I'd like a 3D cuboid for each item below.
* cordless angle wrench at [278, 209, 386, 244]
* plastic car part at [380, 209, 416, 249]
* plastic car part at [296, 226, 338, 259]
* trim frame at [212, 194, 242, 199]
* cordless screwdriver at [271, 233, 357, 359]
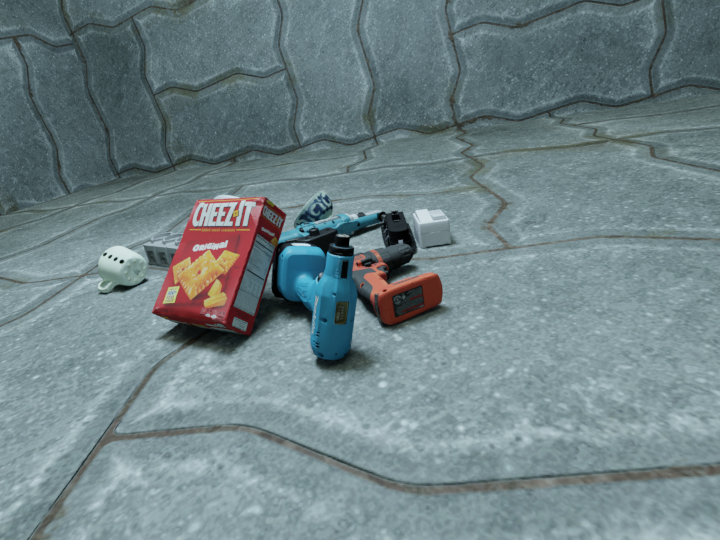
[{"bbox_3d":[-0.121,-0.081,0.970,0.411,0.072,0.103,-18,23,-25],"label":"cordless angle wrench"},{"bbox_3d":[0.082,-0.090,0.917,0.067,0.065,0.207,-1,25,1],"label":"plastic car part"},{"bbox_3d":[-0.087,-0.057,0.893,0.113,0.069,0.069,-21,22,-33],"label":"plastic car part"},{"bbox_3d":[-0.251,-0.049,0.809,0.262,0.184,0.026,17,2,36],"label":"trim frame"},{"bbox_3d":[-0.070,0.004,0.627,0.072,0.157,0.260,2,15,-23],"label":"cordless screwdriver"}]
